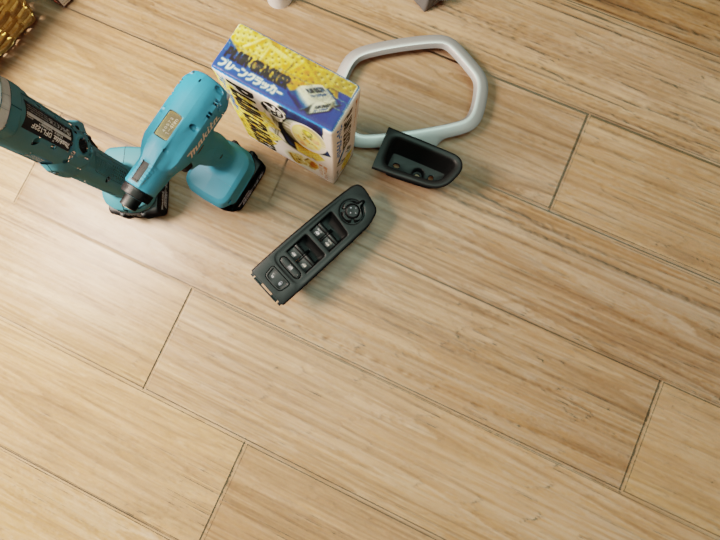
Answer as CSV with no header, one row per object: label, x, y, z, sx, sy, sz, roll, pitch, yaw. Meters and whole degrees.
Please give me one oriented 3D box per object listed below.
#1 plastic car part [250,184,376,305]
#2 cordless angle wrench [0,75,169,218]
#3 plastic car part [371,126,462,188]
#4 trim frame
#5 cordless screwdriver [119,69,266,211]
plastic car part,-0.060,-0.039,0.615,0.202,0.066,0.067,-43,87,-3
cordless angle wrench,-0.326,-0.137,0.460,0.074,0.421,0.098,0,87,-3
plastic car part,0.080,-0.150,0.620,0.117,0.070,0.066,23,85,3
trim frame,0.071,-0.272,0.656,0.249,0.027,0.186,-8,83,1
cordless screwdriver,-0.204,-0.127,0.540,0.075,0.247,0.159,32,86,0
